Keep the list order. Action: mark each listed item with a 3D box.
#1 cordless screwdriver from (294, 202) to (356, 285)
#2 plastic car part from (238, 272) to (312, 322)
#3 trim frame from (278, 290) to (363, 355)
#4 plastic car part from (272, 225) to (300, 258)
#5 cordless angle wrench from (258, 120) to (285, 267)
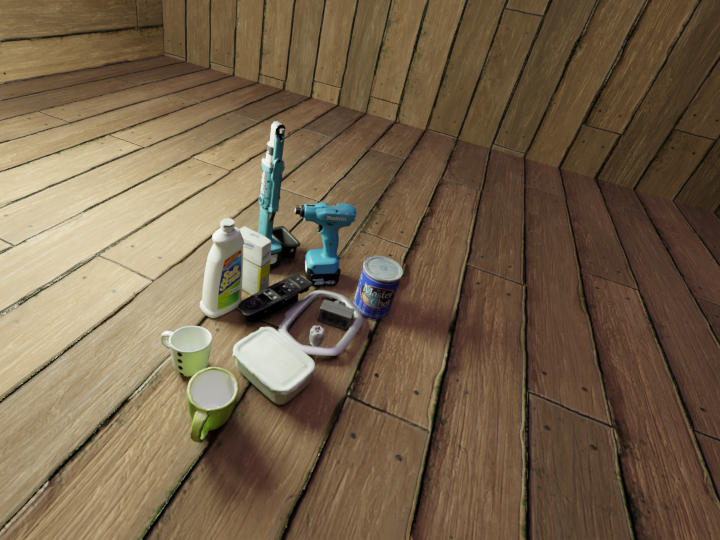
[{"bbox_3d":[-0.112,-0.073,1.149,0.156,0.244,0.077,3,37,-15],"label":"cordless screwdriver"},{"bbox_3d":[-0.219,0.074,1.073,0.196,0.066,0.070,-24,50,-39],"label":"plastic car part"},{"bbox_3d":[-0.099,0.128,1.064,0.190,0.027,0.246,22,37,15],"label":"trim frame"},{"bbox_3d":[-0.232,-0.075,1.269,0.064,0.069,0.123,-16,44,-35],"label":"plastic car part"},{"bbox_3d":[-0.242,-0.191,1.129,0.072,0.415,0.103,-14,44,-35],"label":"cordless angle wrench"}]
